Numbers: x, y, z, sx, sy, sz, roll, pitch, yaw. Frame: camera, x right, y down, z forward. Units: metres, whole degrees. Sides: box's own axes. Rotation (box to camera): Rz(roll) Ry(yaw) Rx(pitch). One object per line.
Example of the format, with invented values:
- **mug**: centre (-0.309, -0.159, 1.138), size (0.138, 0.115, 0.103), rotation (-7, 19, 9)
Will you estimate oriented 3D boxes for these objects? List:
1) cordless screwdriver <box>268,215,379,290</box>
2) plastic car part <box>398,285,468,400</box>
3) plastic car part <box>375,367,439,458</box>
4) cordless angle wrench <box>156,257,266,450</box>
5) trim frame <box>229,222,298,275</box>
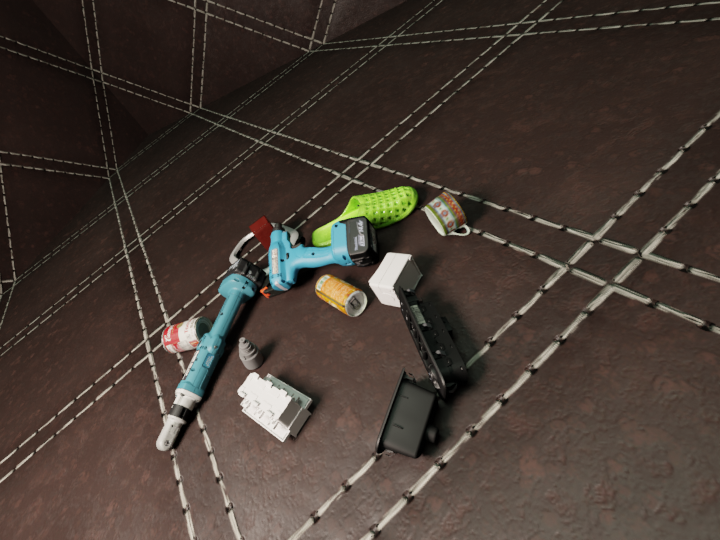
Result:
- **cordless screwdriver**: centre (-0.091, -0.059, 0.926), size (0.255, 0.070, 0.164), rotation (-15, 63, 19)
- **plastic car part**: centre (0.112, 0.109, 0.661), size (0.067, 0.064, 0.211), rotation (-6, 38, -5)
- **plastic car part**: centre (0.074, 0.208, 0.585), size (0.074, 0.063, 0.117), rotation (8, 57, 25)
- **cordless angle wrench**: centre (-0.323, 0.166, 0.911), size (0.100, 0.071, 0.429), rotation (-29, 36, 46)
- **trim frame**: centre (-0.264, -0.056, 1.141), size (0.263, 0.026, 0.183), rotation (21, 63, 46)
